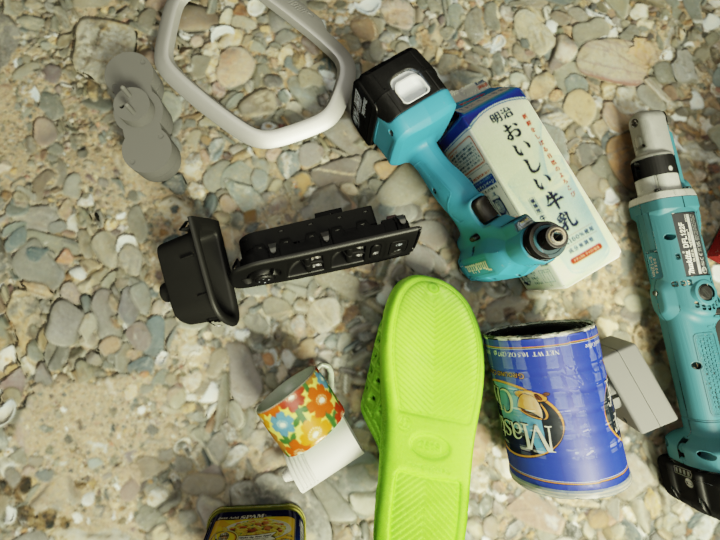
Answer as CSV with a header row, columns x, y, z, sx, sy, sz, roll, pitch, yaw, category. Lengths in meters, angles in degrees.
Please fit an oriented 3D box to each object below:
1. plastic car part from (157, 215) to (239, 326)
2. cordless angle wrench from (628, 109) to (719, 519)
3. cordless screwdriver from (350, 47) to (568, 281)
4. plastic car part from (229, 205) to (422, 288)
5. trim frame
x,y,z,sx,sy,sz,roll,pitch,yaw,category
-0.176,0.008,0.443,0.072,0.065,0.117,-12,87,9,plastic car part
0.348,0.026,0.453,0.097,0.074,0.428,-5,80,-5,cordless angle wrench
0.088,-0.102,0.414,0.074,0.158,0.252,-31,84,-8,cordless screwdriver
-0.044,-0.029,0.447,0.202,0.065,0.068,-17,76,-5,plastic car part
-0.123,-0.249,0.492,0.251,0.027,0.184,38,84,5,trim frame
